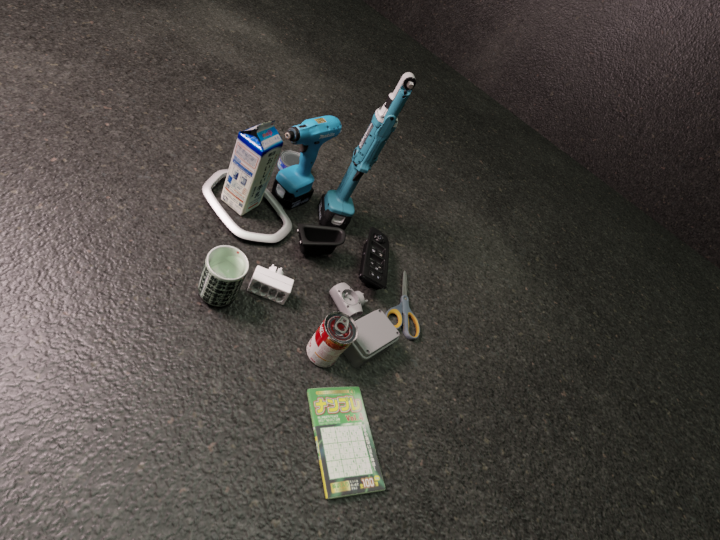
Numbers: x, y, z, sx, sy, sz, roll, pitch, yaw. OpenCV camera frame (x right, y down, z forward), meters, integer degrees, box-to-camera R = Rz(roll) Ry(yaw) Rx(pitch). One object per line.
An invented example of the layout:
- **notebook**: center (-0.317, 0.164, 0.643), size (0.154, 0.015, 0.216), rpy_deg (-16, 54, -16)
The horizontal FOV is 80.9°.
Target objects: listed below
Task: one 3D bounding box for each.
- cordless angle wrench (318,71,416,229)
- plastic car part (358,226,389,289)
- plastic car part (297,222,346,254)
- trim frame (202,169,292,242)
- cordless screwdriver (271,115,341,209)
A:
- **cordless angle wrench**: center (0.011, -0.265, 0.986), size (0.072, 0.422, 0.101), rpy_deg (14, 46, -22)
- **plastic car part**: center (0.032, -0.025, 1.031), size (0.065, 0.067, 0.207), rpy_deg (23, 43, -11)
- **plastic car part**: center (-0.097, -0.064, 0.995), size (0.112, 0.071, 0.069), rpy_deg (5, 49, -26)
- **trim frame**: center (-0.272, -0.158, 1.023), size (0.178, 0.027, 0.257), rpy_deg (-26, 65, -42)
- **cordless screwdriver**: center (-0.151, -0.257, 1.019), size (0.076, 0.248, 0.155), rpy_deg (47, 44, 13)
